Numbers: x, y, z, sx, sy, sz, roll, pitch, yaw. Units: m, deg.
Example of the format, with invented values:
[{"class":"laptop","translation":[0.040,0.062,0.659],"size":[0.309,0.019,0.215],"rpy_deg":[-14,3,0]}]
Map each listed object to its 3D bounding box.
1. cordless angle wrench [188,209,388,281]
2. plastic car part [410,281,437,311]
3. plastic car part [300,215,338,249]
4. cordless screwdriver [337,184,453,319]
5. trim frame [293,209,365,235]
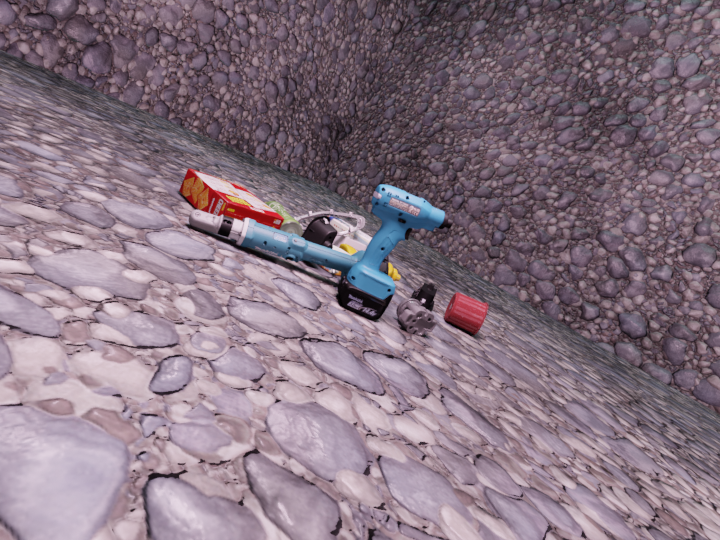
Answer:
[{"class":"cordless angle wrench","translation":[-0.141,-0.046,0.871],"size":[0.409,0.076,0.099],"rpy_deg":[18,-29,-19]},{"class":"plastic car part","translation":[0.180,0.069,1.153],"size":[0.068,0.067,0.199],"rpy_deg":[36,15,7]},{"class":"plastic car part","translation":[-0.094,-0.062,0.966],"size":[0.062,0.116,0.075],"rpy_deg":[14,24,-50]},{"class":"cordless screwdriver","translation":[0.062,-0.027,0.817],"size":[0.157,0.247,0.076],"rpy_deg":[21,12,-9]},{"class":"trim frame","translation":[-0.101,-0.147,1.278],"size":[0.262,0.027,0.180],"rpy_deg":[15,34,34]}]
